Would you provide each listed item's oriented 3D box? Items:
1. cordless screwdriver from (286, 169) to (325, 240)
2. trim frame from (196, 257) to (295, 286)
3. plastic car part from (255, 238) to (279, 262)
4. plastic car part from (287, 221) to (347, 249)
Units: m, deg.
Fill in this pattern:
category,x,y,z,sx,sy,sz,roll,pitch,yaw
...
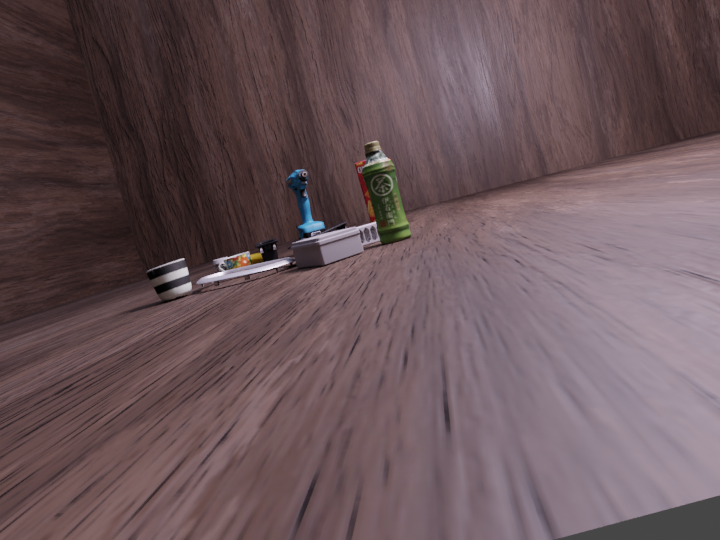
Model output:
category,x,y,z,sx,sy,sz,roll,pitch,yaw
cordless screwdriver,-0.159,-0.180,1.272,0.073,0.247,0.163,-16,5,-18
trim frame,-0.269,0.004,0.992,0.253,0.027,0.182,-13,8,12
plastic car part,-0.253,-0.048,1.169,0.065,0.070,0.119,-16,7,-12
plastic car part,-0.100,-0.065,1.019,0.069,0.066,0.197,-11,8,34
